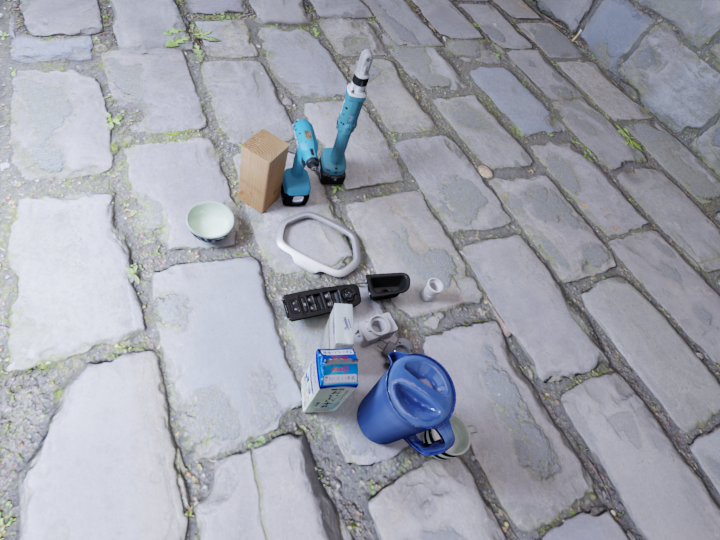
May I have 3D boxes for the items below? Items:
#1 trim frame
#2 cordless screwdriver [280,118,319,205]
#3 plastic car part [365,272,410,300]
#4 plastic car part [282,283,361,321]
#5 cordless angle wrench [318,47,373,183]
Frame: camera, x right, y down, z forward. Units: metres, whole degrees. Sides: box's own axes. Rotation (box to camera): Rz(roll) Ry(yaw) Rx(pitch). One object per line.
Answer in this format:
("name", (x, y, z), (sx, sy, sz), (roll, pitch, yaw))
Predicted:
("trim frame", (-0.114, -0.074, 1.162), (0.251, 0.027, 0.184), (26, 54, 5))
("cordless screwdriver", (-0.161, -0.264, 1.146), (0.072, 0.246, 0.165), (-4, 59, -21))
("plastic car part", (0.067, 0.048, 1.095), (0.113, 0.070, 0.068), (-4, 59, -18))
("plastic car part", (-0.092, 0.083, 1.036), (0.197, 0.066, 0.069), (-12, 62, -21))
("cordless angle wrench", (-0.039, -0.409, 1.169), (0.072, 0.419, 0.101), (2, 58, -18))
